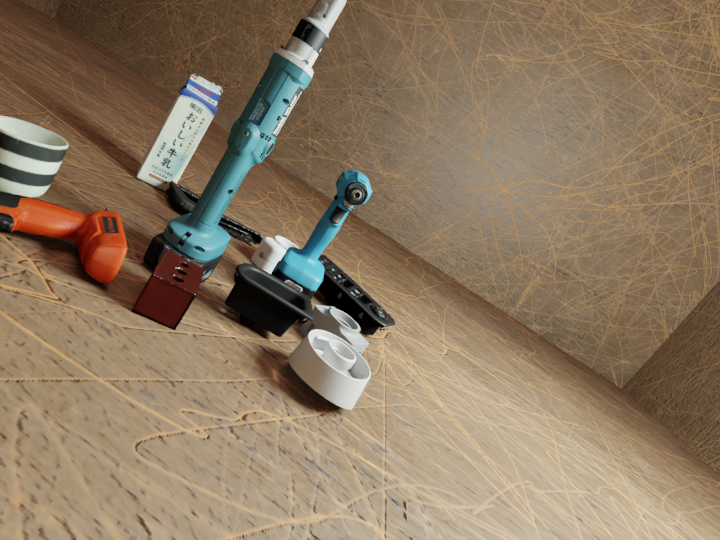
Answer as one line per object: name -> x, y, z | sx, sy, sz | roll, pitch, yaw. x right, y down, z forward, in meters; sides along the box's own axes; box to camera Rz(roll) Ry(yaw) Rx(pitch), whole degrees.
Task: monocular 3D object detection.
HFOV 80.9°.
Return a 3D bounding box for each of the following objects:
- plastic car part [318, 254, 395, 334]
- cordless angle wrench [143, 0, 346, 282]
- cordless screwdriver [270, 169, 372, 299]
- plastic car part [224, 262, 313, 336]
plastic car part -> -0.027, 0.052, 0.813 | 0.211, 0.067, 0.064 | 37, 12, 19
cordless angle wrench -> -0.140, -0.170, 0.546 | 0.074, 0.423, 0.098 | 34, 12, -2
cordless screwdriver -> -0.064, -0.042, 0.653 | 0.073, 0.249, 0.162 | 32, 12, -11
plastic car part -> -0.129, 0.046, 0.566 | 0.113, 0.071, 0.068 | 30, 12, -15
